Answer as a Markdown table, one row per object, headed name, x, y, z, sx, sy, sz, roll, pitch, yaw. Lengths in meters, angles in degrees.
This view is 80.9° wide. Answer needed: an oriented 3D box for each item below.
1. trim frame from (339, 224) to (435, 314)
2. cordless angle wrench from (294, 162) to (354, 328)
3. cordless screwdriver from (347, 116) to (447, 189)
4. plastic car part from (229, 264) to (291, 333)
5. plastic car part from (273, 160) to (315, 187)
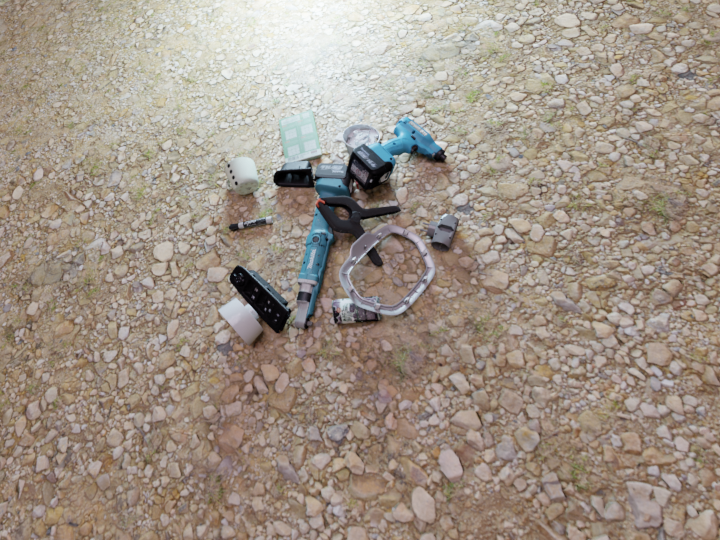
| name | x | y | z | sx | sy | sz | roll | pitch | yaw |
| --- | --- | --- | --- | --- | --- | --- | --- | --- | --- |
| trim frame | 0.063 | -0.008 | 0.948 | 0.189 | 0.027 | 0.245 | 39 | 62 | 13 |
| cordless angle wrench | -0.101 | -0.066 | 1.034 | 0.101 | 0.071 | 0.429 | 5 | 68 | 14 |
| cordless screwdriver | 0.096 | -0.287 | 1.065 | 0.164 | 0.073 | 0.245 | 43 | 60 | 15 |
| plastic car part | -0.232 | 0.055 | 1.002 | 0.212 | 0.065 | 0.066 | 37 | 120 | 24 |
| plastic car part | -0.178 | -0.272 | 1.160 | 0.120 | 0.063 | 0.072 | 5 | 51 | 17 |
